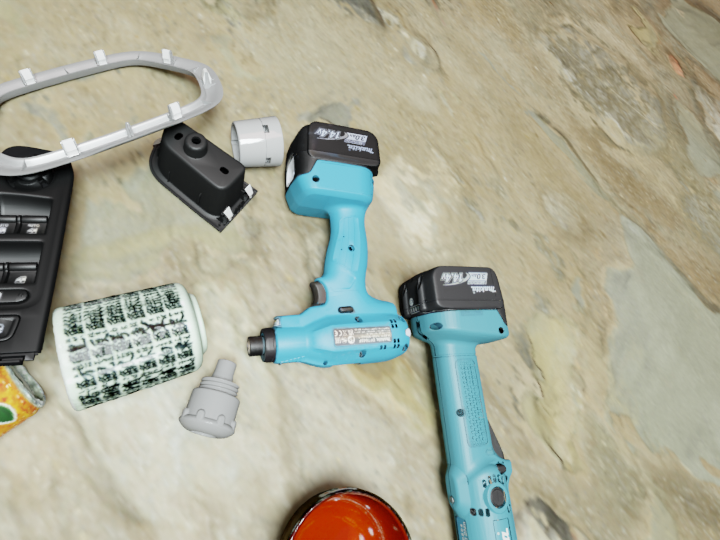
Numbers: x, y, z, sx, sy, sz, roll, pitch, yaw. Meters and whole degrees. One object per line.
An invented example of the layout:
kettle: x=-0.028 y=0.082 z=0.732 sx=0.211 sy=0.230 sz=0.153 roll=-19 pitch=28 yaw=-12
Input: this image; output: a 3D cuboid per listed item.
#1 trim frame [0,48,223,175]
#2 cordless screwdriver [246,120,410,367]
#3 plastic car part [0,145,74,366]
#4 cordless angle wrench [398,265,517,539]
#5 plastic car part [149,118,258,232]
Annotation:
trim frame: x=-0.253 y=-0.164 z=0.407 sx=0.243 sy=0.027 sz=0.193 roll=-33 pitch=60 yaw=-29
cordless screwdriver: x=-0.043 y=-0.028 z=0.440 sx=0.154 sy=0.075 sz=0.253 roll=-1 pitch=73 yaw=-21
plastic car part: x=-0.271 y=-0.017 z=0.342 sx=0.065 sy=0.066 sz=0.210 roll=-5 pitch=61 yaw=-15
cordless angle wrench: x=0.114 y=0.208 z=0.403 sx=0.095 sy=0.075 sz=0.432 roll=2 pitch=71 yaw=-21
plastic car part: x=-0.163 y=-0.107 z=0.428 sx=0.115 sy=0.072 sz=0.066 roll=39 pitch=60 yaw=-7
